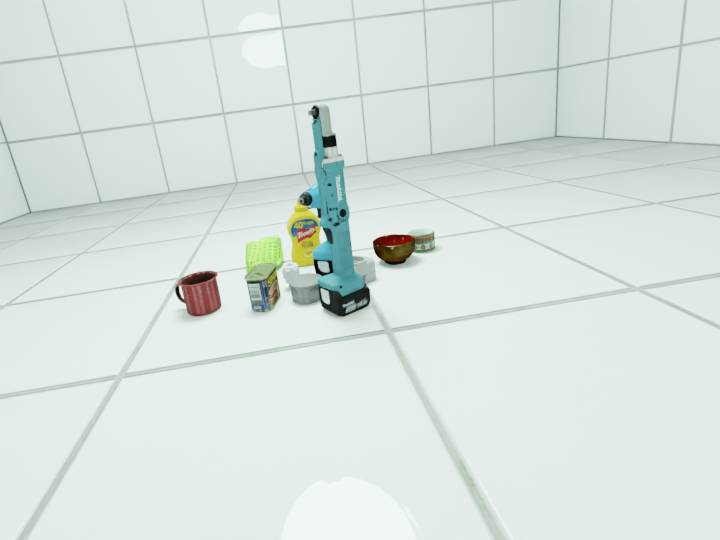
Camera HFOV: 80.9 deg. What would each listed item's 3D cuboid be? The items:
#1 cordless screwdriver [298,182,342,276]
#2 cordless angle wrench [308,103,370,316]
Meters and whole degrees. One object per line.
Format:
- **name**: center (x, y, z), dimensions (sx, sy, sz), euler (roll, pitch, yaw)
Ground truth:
- **cordless screwdriver**: center (-0.090, -0.095, 1.051), dimensions (0.078, 0.243, 0.156), euler (3, 21, 29)
- **cordless angle wrench**: center (-0.053, -0.117, 0.857), dimensions (0.095, 0.414, 0.078), euler (-17, 20, -32)
